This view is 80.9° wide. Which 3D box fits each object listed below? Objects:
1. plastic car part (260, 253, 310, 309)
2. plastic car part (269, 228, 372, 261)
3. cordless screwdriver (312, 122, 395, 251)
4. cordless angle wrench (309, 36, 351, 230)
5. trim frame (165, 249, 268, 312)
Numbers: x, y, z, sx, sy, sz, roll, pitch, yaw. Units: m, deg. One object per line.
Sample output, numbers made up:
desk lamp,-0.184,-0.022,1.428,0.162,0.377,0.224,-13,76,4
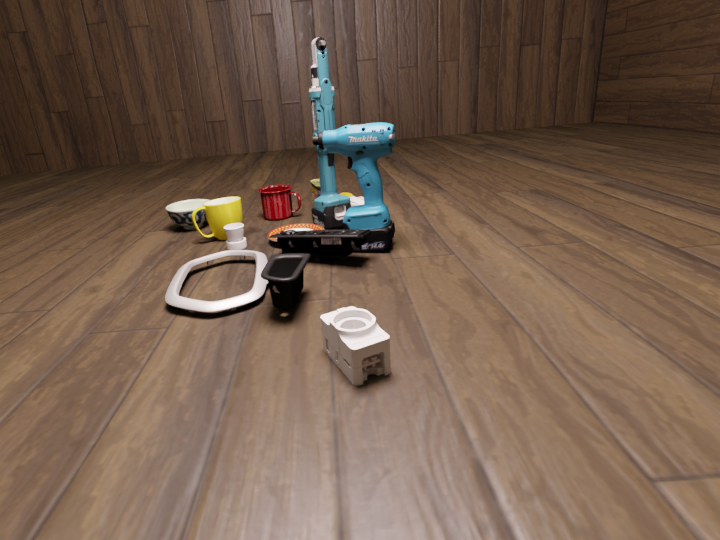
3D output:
plastic car part,-0.115,0.022,0.652,0.067,0.069,0.118,-3,22,4
plastic car part,-0.081,-0.053,0.827,0.211,0.065,0.065,6,24,25
cordless screwdriver,-0.009,-0.164,0.845,0.164,0.243,0.074,2,21,16
cordless angle wrench,-0.080,-0.306,0.978,0.072,0.413,0.103,-13,22,-25
trim frame,-0.245,0.013,0.756,0.183,0.027,0.257,-8,23,-7
